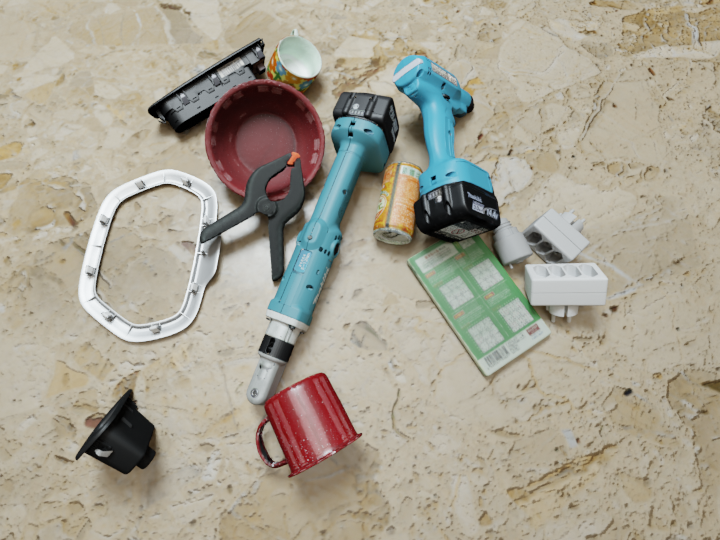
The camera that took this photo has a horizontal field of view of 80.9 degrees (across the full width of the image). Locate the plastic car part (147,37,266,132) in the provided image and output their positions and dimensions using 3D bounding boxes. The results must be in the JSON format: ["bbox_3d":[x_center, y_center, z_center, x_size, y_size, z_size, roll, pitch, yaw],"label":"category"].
[{"bbox_3d":[-0.224,-0.272,0.647,0.201,0.068,0.066,-33,103,-12],"label":"plastic car part"}]

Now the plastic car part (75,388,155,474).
[{"bbox_3d":[-0.261,0.189,0.469,0.069,0.120,0.066,42,74,-17],"label":"plastic car part"}]

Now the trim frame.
[{"bbox_3d":[-0.284,-0.029,0.579,0.184,0.027,0.253,5,70,0],"label":"trim frame"}]

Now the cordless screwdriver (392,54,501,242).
[{"bbox_3d":[0.129,-0.166,0.584,0.151,0.077,0.254,7,68,-41],"label":"cordless screwdriver"}]

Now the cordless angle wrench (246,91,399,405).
[{"bbox_3d":[-0.054,-0.035,0.550,0.077,0.094,0.425,15,76,19],"label":"cordless angle wrench"}]
